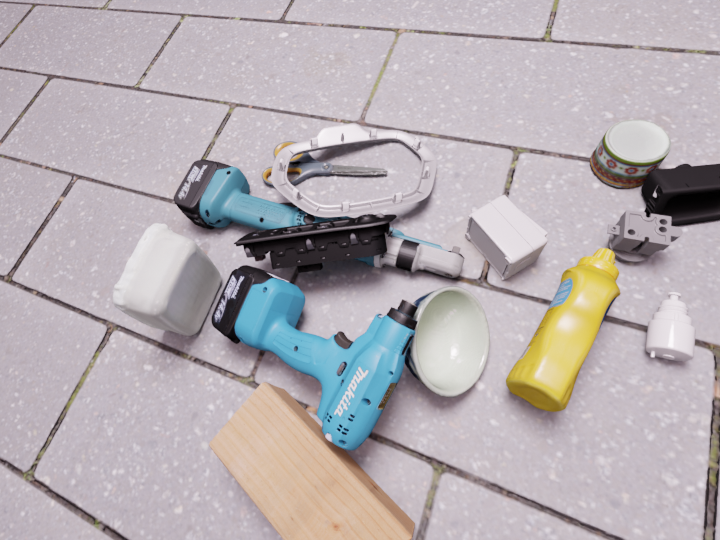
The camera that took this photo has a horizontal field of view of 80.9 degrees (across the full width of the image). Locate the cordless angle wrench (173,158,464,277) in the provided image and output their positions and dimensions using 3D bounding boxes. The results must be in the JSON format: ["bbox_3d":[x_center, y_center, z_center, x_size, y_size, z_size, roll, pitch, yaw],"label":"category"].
[{"bbox_3d":[-0.069,-0.064,0.608,0.437,0.071,0.098,18,72,18],"label":"cordless angle wrench"}]

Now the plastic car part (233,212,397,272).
[{"bbox_3d":[-0.052,-0.034,0.535,0.206,0.065,0.067,-11,95,12],"label":"plastic car part"}]

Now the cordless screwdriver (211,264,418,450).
[{"bbox_3d":[-0.059,0.063,0.496,0.263,0.070,0.159,28,91,36],"label":"cordless screwdriver"}]

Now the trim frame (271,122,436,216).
[{"bbox_3d":[-0.008,-0.153,0.620,0.246,0.026,0.192,-12,52,-7],"label":"trim frame"}]

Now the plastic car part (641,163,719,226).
[{"bbox_3d":[0.404,-0.101,0.518,0.117,0.063,0.073,-9,51,5],"label":"plastic car part"}]
